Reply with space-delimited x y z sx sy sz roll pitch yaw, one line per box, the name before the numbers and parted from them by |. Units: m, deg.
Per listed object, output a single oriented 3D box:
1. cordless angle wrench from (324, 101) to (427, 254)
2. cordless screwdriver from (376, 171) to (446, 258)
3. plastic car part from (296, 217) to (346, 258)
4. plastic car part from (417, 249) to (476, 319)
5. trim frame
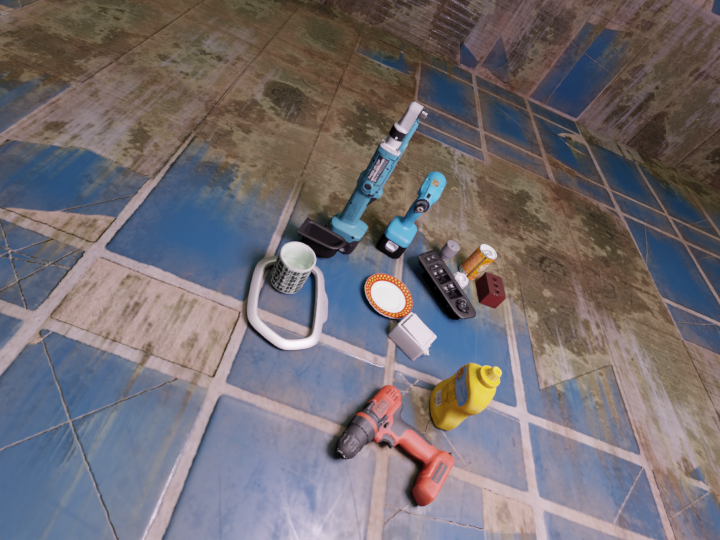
cordless angle wrench | 0.027 -0.204 0.978 0.098 0.422 0.074 35 44 1
cordless screwdriver | 0.124 -0.126 1.078 0.075 0.248 0.159 33 44 -1
plastic car part | -0.102 -0.067 1.044 0.117 0.070 0.066 30 44 1
plastic car part | 0.214 0.047 1.094 0.064 0.067 0.212 -13 58 -35
trim frame | -0.155 0.062 0.934 0.179 0.027 0.256 13 47 -15
